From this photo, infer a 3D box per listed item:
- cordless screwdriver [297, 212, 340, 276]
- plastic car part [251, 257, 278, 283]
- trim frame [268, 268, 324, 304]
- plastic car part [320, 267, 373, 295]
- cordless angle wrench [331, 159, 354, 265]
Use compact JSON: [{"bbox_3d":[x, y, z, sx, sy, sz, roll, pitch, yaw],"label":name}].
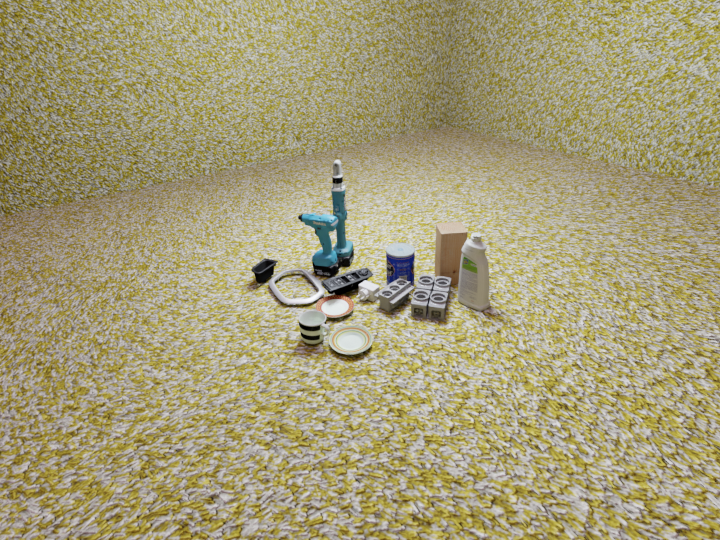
[{"bbox_3d":[-0.159,-0.104,1.622,0.166,0.241,0.073,11,31,26],"label":"cordless screwdriver"},{"bbox_3d":[-0.374,0.009,1.637,0.069,0.069,0.115,10,33,25],"label":"plastic car part"},{"bbox_3d":[-0.236,0.058,1.570,0.179,0.027,0.263,-20,33,-23],"label":"trim frame"},{"bbox_3d":[-0.041,0.046,1.520,0.197,0.065,0.070,-23,34,-28],"label":"plastic car part"},{"bbox_3d":[-0.078,-0.218,1.637,0.076,0.411,0.098,4,29,14],"label":"cordless angle wrench"}]
